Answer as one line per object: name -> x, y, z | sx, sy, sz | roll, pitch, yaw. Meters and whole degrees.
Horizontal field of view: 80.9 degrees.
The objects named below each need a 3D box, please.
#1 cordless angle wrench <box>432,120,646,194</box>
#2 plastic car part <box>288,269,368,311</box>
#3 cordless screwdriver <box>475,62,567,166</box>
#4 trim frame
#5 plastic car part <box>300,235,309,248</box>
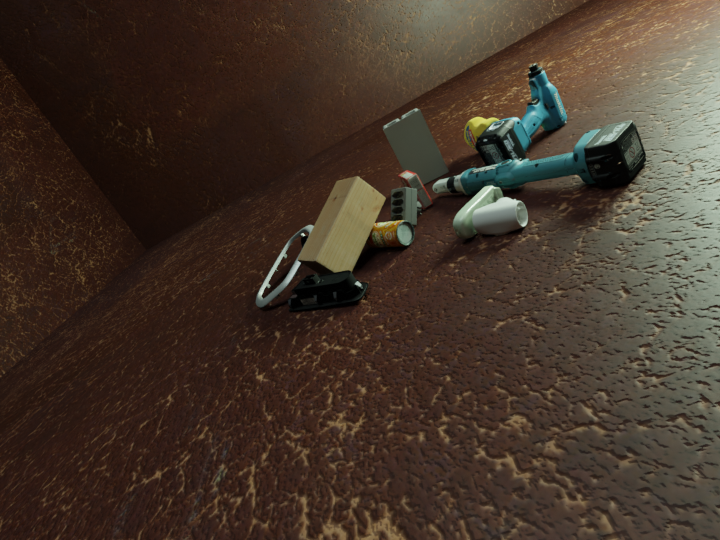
cordless angle wrench -> 0.299, -0.192, 0.837 | 0.097, 0.072, 0.441 | -41, 22, -25
plastic car part -> -0.072, 0.035, 0.842 | 0.212, 0.065, 0.065 | -6, 24, 41
cordless screwdriver -> 0.365, -0.348, 0.961 | 0.246, 0.154, 0.078 | -41, 21, -20
trim frame -> -0.180, -0.014, 1.031 | 0.190, 0.026, 0.250 | -17, 43, 51
plastic car part -> -0.109, -0.072, 1.118 | 0.070, 0.065, 0.121 | -21, 15, -17
